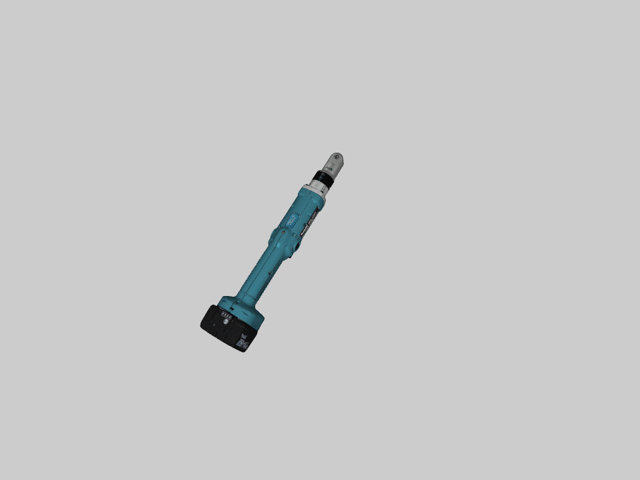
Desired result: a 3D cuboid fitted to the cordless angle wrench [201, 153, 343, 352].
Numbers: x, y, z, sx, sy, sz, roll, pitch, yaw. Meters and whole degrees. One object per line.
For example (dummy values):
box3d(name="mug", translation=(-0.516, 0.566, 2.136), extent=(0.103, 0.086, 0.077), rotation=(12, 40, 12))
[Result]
box3d(name="cordless angle wrench", translation=(-0.066, 0.002, 0.796), extent=(0.074, 0.422, 0.098), rotation=(27, -16, 16))
